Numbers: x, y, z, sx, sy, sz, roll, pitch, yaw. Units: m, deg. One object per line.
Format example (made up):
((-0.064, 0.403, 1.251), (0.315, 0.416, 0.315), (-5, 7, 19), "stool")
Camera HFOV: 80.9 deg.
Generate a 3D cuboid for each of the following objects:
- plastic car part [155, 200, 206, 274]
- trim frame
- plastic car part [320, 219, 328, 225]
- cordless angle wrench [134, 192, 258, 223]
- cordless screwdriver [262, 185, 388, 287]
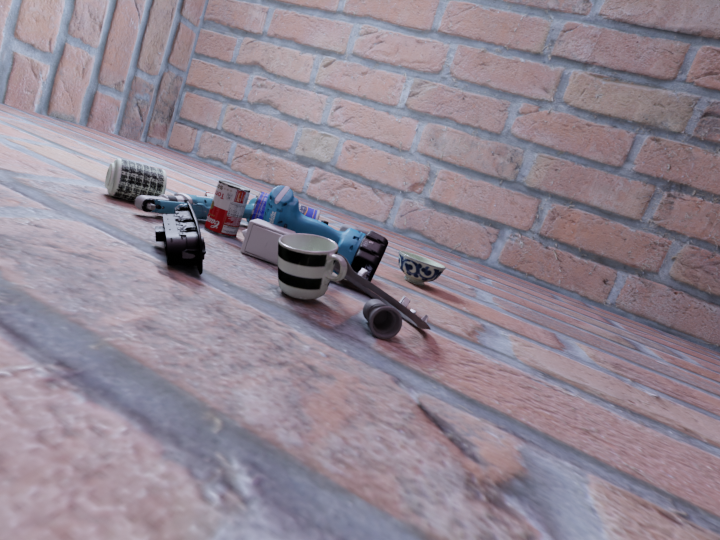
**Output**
((-0.260, -0.051, 0.610), (0.064, 0.065, 0.214), (2, 17, -31), "plastic car part")
((0.014, 0.023, 0.669), (0.174, 0.027, 0.262), (38, -3, -37), "trim frame")
((-0.104, -0.098, 1.129), (0.064, 0.070, 0.121), (18, 12, -21), "plastic car part")
((-0.319, -0.137, 0.950), (0.102, 0.074, 0.407), (23, 13, 22), "cordless angle wrench")
((-0.082, -0.053, 0.836), (0.251, 0.158, 0.074), (29, 51, 3), "cordless screwdriver")
